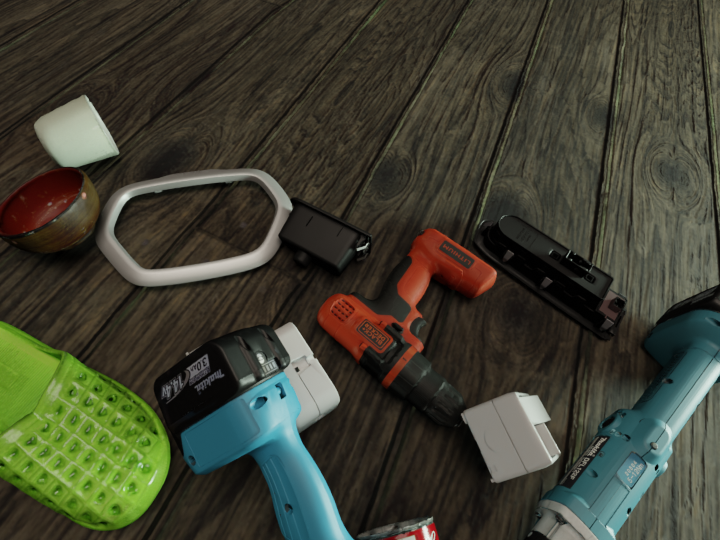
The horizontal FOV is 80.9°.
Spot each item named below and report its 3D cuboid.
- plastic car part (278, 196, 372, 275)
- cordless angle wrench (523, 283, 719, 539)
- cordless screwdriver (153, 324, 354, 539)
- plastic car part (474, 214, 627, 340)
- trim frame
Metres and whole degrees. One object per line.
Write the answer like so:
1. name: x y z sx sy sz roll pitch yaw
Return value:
1. plastic car part: -0.052 -0.034 0.527 0.120 0.064 0.071 25 73 13
2. cordless angle wrench: 0.260 0.168 0.407 0.417 0.096 0.077 -36 73 -21
3. cordless screwdriver: -0.073 0.179 0.328 0.161 0.071 0.256 -42 74 19
4. plastic car part: 0.238 -0.005 0.532 0.211 0.065 0.066 37 68 20
5. trim frame: -0.211 -0.066 0.549 0.245 0.027 0.191 -13 60 -11
